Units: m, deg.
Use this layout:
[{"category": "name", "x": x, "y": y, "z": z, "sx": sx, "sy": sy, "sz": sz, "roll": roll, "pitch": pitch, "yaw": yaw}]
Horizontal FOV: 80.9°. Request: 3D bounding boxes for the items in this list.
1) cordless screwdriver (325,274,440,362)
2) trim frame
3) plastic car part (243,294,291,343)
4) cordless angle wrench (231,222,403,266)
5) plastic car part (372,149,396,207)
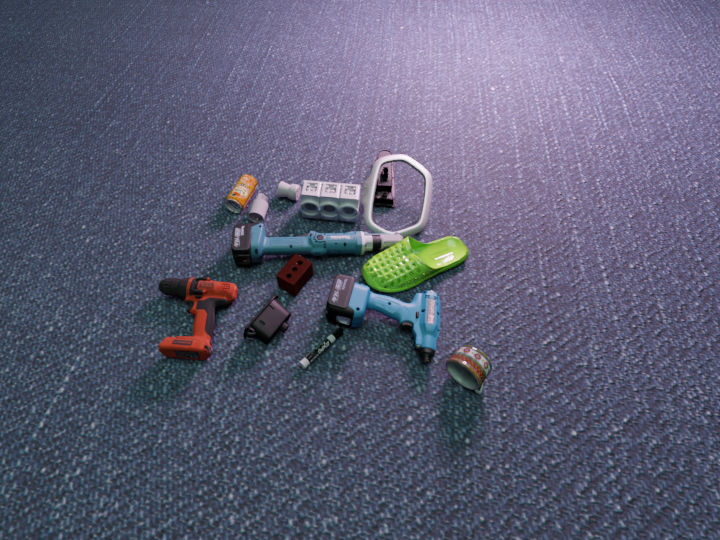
[{"category": "cordless screwdriver", "x": 0.048, "y": 0.103, "z": 0.921, "sx": 0.251, "sy": 0.072, "sz": 0.162, "roll": 10, "pitch": 55, "yaw": 4}, {"category": "trim frame", "x": 0.095, "y": -0.197, "z": 1.123, "sx": 0.185, "sy": 0.027, "sz": 0.251, "roll": 9, "pitch": 76, "yaw": 4}, {"category": "plastic car part", "x": -0.195, "y": 0.114, "z": 0.932, "sx": 0.072, "sy": 0.065, "sz": 0.115, "roll": 38, "pitch": 58, "yaw": 6}, {"category": "cordless angle wrench", "x": -0.103, "y": -0.067, "z": 1.052, "sx": 0.422, "sy": 0.072, "sz": 0.101, "roll": -1, "pitch": 55, "yaw": -2}, {"category": "plastic car part", "x": 0.066, "y": -0.271, "z": 1.202, "sx": 0.067, "sy": 0.064, "sz": 0.208, "roll": -2, "pitch": 51, "yaw": 6}]
